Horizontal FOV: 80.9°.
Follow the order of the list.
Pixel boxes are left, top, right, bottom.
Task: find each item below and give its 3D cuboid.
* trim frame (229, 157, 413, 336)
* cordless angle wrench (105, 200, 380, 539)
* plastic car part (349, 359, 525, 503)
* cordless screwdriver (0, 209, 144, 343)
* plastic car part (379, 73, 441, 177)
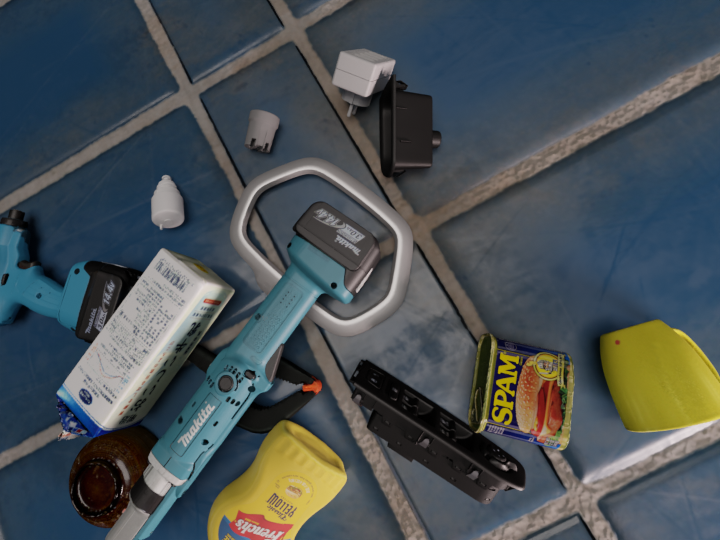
[{"bbox_3d":[-0.052,-0.034,0.527,0.254,0.027,0.184,39,87,11],"label":"trim frame"},{"bbox_3d":[-0.134,0.119,0.458,0.100,0.073,0.422,35,85,11],"label":"cordless angle wrench"},{"bbox_3d":[0.074,0.179,0.452,0.208,0.065,0.067,26,96,12],"label":"plastic car part"},{"bbox_3d":[-0.393,0.007,0.555,0.255,0.072,0.160,7,82,14],"label":"cordless screwdriver"},{"bbox_3d":[0.062,-0.169,0.518,0.070,0.066,0.117,-2,84,-8],"label":"plastic car part"}]
